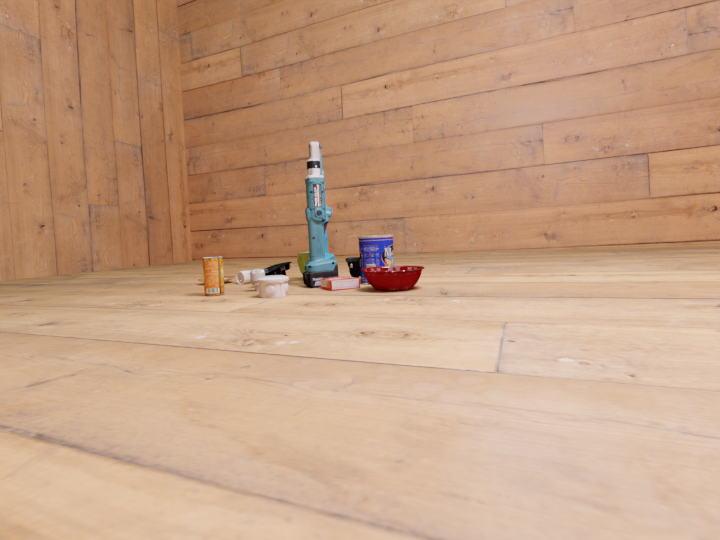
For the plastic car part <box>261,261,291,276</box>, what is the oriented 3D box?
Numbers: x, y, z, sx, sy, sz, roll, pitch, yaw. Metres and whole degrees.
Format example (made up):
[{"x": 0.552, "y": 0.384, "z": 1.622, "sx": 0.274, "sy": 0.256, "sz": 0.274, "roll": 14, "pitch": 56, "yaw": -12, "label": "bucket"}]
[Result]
[{"x": -0.282, "y": 0.012, "z": 1.359, "sx": 0.068, "sy": 0.067, "sz": 0.199, "roll": -3, "pitch": 4, "yaw": 12, "label": "plastic car part"}]

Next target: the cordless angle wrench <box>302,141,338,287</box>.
[{"x": -0.127, "y": -0.165, "z": 1.234, "sx": 0.095, "sy": 0.422, "sz": 0.077, "roll": -3, "pitch": 1, "yaw": -21, "label": "cordless angle wrench"}]

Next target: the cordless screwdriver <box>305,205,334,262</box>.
[{"x": -0.131, "y": -0.085, "z": 1.335, "sx": 0.076, "sy": 0.248, "sz": 0.155, "roll": -3, "pitch": 2, "yaw": 17, "label": "cordless screwdriver"}]

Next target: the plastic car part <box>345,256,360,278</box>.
[{"x": -0.016, "y": -0.006, "z": 1.383, "sx": 0.065, "sy": 0.071, "sz": 0.118, "roll": -3, "pitch": 4, "yaw": -6, "label": "plastic car part"}]
